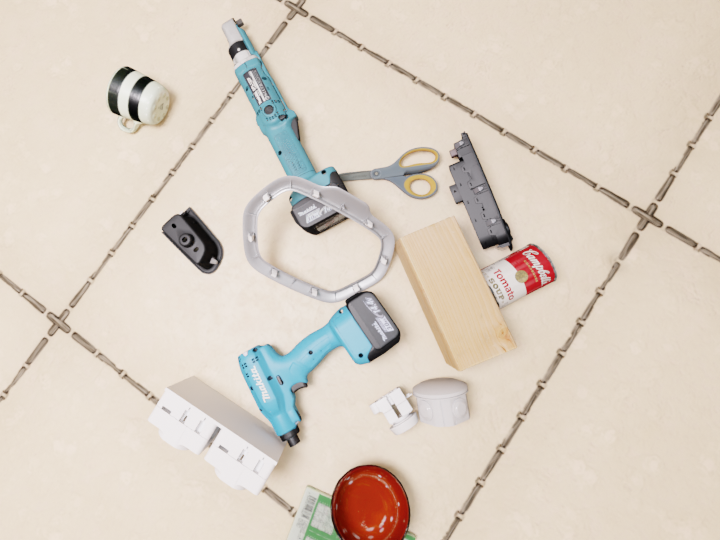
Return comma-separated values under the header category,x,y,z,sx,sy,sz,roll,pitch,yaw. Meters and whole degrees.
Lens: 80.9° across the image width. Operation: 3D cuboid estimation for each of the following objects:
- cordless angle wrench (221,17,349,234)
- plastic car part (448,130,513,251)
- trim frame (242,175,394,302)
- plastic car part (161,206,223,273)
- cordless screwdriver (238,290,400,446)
category,x,y,z,sx,sy,sz,roll,pitch,yaw
cordless angle wrench,-0.146,-0.263,0.724,0.098,0.072,0.432,-29,78,5
plastic car part,0.188,-0.119,0.683,0.068,0.065,0.206,-25,81,8
trim frame,-0.063,-0.041,0.648,0.240,0.028,0.184,29,108,-17
plastic car part,-0.282,-0.051,0.700,0.066,0.069,0.119,-44,80,-3
cordless screwdriver,-0.052,0.147,0.653,0.249,0.073,0.162,-30,79,2
